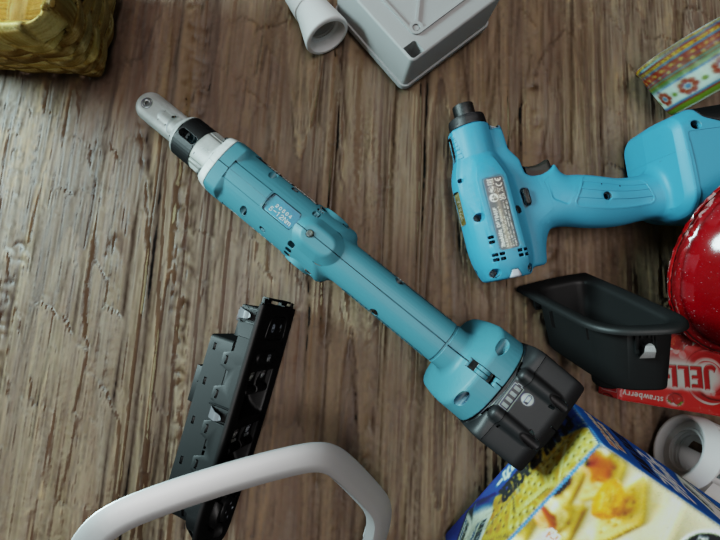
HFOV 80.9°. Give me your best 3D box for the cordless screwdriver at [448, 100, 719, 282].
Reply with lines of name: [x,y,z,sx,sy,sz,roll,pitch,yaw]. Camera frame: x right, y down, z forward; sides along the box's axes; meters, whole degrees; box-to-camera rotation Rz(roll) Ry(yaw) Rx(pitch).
cordless screwdriver: [0.205,-0.090,0.363,0.250,0.073,0.161,-12,83,3]

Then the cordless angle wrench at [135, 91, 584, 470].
cordless angle wrench: [-0.034,-0.023,0.352,0.431,0.096,0.074,39,87,9]

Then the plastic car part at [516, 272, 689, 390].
plastic car part: [0.185,0.052,0.329,0.066,0.119,0.069,-13,108,-4]

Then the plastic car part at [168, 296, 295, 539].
plastic car part: [-0.112,0.119,0.345,0.068,0.065,0.204,10,82,10]

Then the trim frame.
trim frame: [-0.091,0.213,0.306,0.243,0.029,0.180,-11,108,-18]
